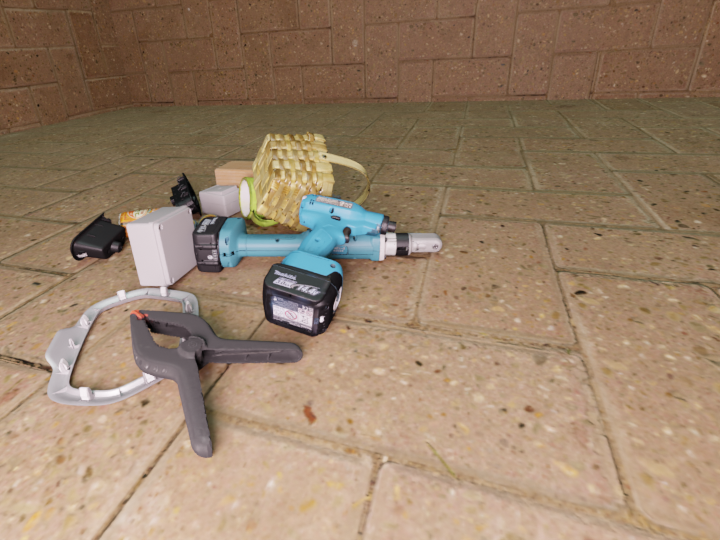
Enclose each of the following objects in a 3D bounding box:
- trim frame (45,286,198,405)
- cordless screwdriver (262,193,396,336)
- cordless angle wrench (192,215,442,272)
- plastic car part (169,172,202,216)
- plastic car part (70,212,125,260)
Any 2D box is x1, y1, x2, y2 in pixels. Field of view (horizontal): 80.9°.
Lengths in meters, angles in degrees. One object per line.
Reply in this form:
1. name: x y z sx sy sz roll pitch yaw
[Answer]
1. trim frame: -0.311 0.085 0.565 0.181 0.027 0.260 -11 31 -12
2. cordless screwdriver: -0.039 -0.021 0.620 0.162 0.072 0.252 11 43 6
3. cordless angle wrench: -0.072 -0.047 0.738 0.425 0.072 0.100 0 28 2
4. plastic car part: -0.427 -0.178 1.026 0.066 0.064 0.214 -25 34 -19
5. plastic car part: -0.495 -0.055 0.818 0.070 0.065 0.120 9 30 -8
